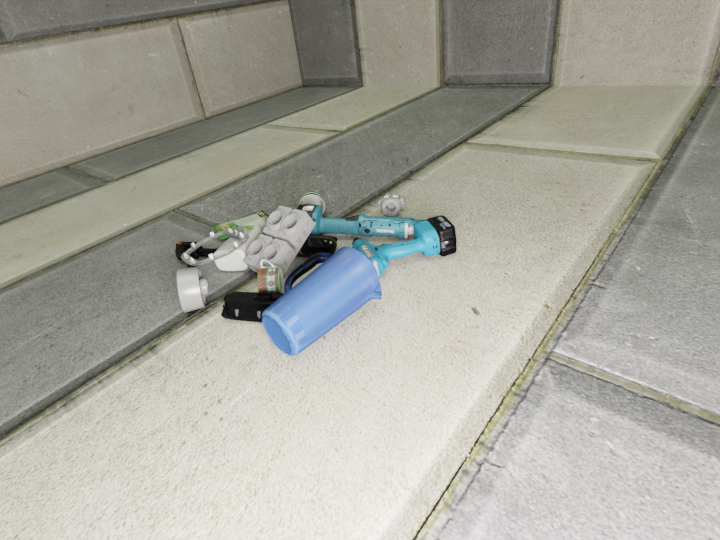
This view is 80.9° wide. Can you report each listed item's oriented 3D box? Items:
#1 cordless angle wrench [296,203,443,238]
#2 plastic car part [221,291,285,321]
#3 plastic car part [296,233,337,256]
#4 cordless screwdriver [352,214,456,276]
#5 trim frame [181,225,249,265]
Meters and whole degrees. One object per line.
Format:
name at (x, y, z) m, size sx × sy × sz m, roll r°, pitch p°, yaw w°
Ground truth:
cordless angle wrench at (0.021, -0.125, 1.181) m, size 0.433 × 0.095 × 0.075 m, roll 4°, pitch 33°, yaw 14°
plastic car part at (-0.227, 0.080, 0.952) m, size 0.208 × 0.064 × 0.067 m, roll -2°, pitch 41°, yaw 17°
plastic car part at (-0.114, -0.074, 1.164) m, size 0.119 × 0.065 × 0.070 m, roll 3°, pitch 19°, yaw 14°
cordless screwdriver at (0.105, -0.071, 1.080) m, size 0.247 × 0.071 × 0.167 m, roll -19°, pitch 33°, yaw -7°
trim frame at (-0.397, -0.071, 1.152) m, size 0.181 × 0.027 × 0.261 m, roll -32°, pitch 25°, yaw -23°
